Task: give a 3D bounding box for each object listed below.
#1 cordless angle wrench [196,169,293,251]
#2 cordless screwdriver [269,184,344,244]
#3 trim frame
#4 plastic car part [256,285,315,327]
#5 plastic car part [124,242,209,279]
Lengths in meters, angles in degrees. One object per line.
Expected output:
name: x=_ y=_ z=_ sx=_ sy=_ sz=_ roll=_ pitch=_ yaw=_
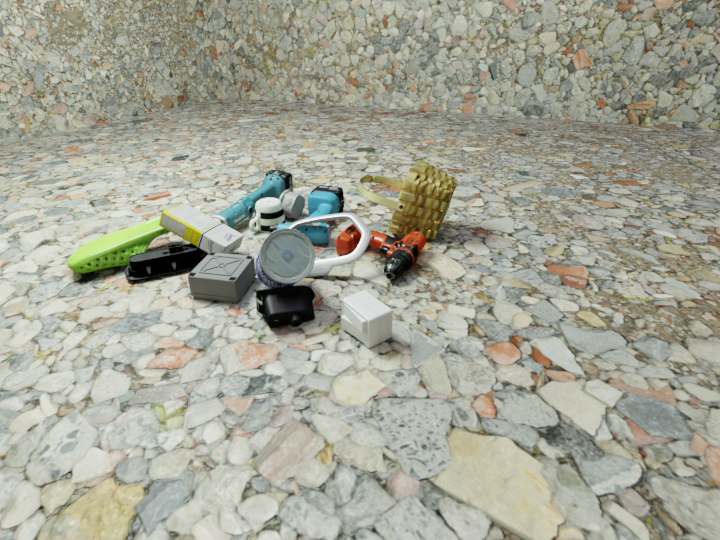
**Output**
cordless angle wrench: x=-0.331 y=-0.174 z=1.196 sx=0.077 sy=0.095 sz=0.419 roll=15 pitch=37 yaw=19
cordless screwdriver: x=-0.138 y=-0.155 z=1.167 sx=0.163 sy=0.072 sz=0.251 roll=5 pitch=34 yaw=11
trim frame: x=-0.096 y=-0.063 z=0.984 sx=0.254 sy=0.026 sz=0.189 roll=-7 pitch=47 yaw=15
plastic car part: x=-0.134 y=0.074 z=0.792 sx=0.114 sy=0.064 sz=0.074 roll=-5 pitch=44 yaw=-13
plastic car part: x=-0.438 y=-0.024 z=0.971 sx=0.198 sy=0.065 sz=0.070 roll=-17 pitch=40 yaw=-19
